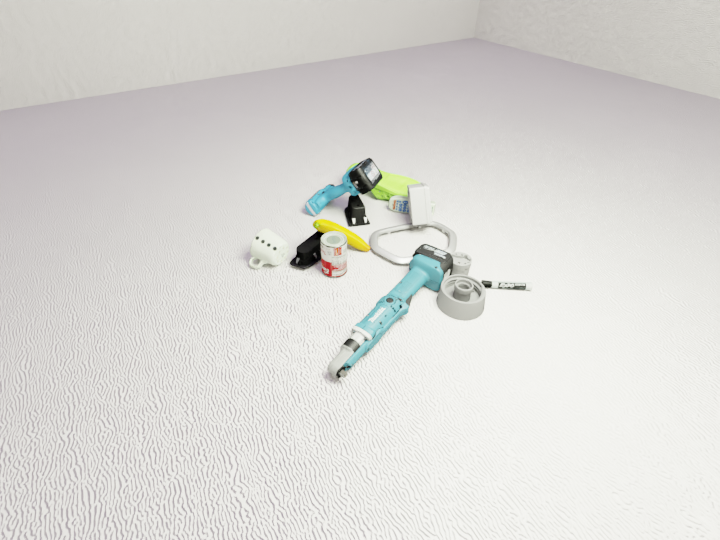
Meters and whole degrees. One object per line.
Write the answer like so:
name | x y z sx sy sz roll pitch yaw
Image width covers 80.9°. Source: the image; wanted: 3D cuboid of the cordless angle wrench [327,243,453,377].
cordless angle wrench | 0.067 0.085 0.944 0.103 0.072 0.416 25 49 29

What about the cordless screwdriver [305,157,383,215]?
cordless screwdriver | -0.048 -0.260 1.288 0.257 0.072 0.158 -20 25 39

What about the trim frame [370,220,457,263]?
trim frame | 0.148 -0.083 1.177 0.245 0.026 0.193 -13 41 -10

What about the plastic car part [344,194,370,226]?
plastic car part | -0.014 -0.194 1.288 0.065 0.069 0.122 -6 42 -10

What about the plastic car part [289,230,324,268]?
plastic car part | -0.113 -0.074 1.157 0.069 0.065 0.200 27 50 21
